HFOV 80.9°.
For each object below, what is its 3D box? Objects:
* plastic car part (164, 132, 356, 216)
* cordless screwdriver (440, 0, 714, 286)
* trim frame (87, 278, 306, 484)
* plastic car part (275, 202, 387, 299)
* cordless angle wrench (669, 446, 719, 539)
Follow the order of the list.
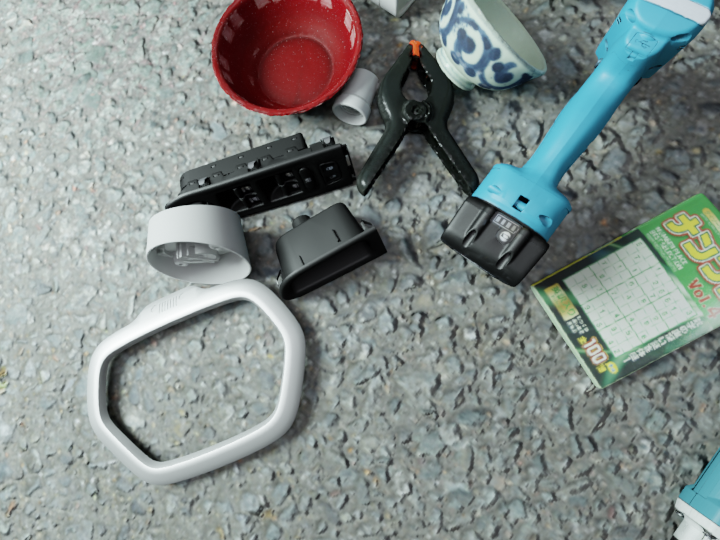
[{"bbox_3d":[-0.112,-0.099,0.446,0.204,0.064,0.069,-20,71,5],"label":"plastic car part"},{"bbox_3d":[0.176,-0.107,0.379,0.076,0.155,0.249,37,103,11],"label":"cordless screwdriver"},{"bbox_3d":[-0.172,0.110,0.438,0.250,0.027,0.187,-25,80,7],"label":"trim frame"},{"bbox_3d":[-0.042,-0.027,0.429,0.117,0.063,0.074,-25,65,7],"label":"plastic car part"},{"bbox_3d":[0.348,0.121,0.337,0.100,0.073,0.423,35,90,11],"label":"cordless angle wrench"}]
